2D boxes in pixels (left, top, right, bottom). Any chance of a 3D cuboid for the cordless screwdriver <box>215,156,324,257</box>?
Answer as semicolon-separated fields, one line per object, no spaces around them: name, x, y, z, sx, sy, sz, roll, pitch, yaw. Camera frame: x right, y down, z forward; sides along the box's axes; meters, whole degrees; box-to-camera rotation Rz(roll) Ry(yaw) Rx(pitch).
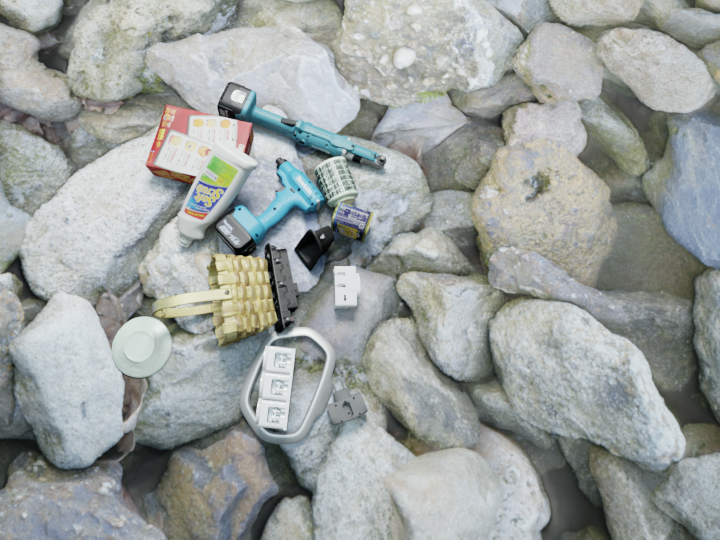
cordless screwdriver;-0.225;-0.152;0.986;0.246;0.073;0.163;-37;76;-14

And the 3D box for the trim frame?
trim frame;-0.152;0.242;0.908;0.186;0.027;0.250;20;74;4

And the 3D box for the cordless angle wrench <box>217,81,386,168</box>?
cordless angle wrench;-0.136;-0.336;1.033;0.422;0.097;0.075;21;76;-1

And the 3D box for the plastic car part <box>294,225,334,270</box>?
plastic car part;-0.093;-0.061;0.952;0.069;0.117;0.067;-32;82;-35

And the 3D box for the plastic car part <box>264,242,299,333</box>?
plastic car part;-0.175;0.030;0.938;0.066;0.066;0.208;-12;70;-17
